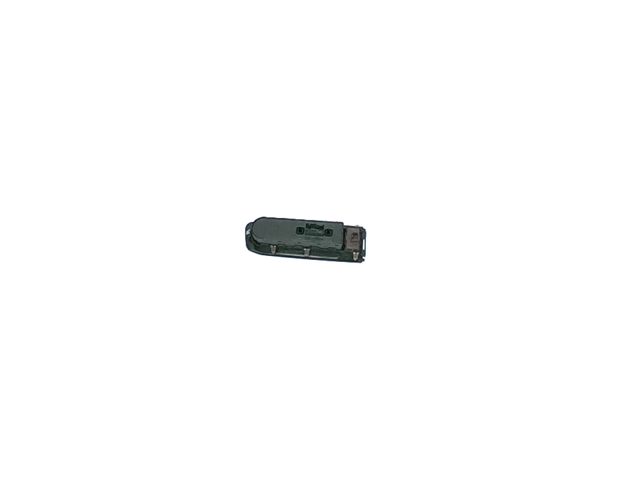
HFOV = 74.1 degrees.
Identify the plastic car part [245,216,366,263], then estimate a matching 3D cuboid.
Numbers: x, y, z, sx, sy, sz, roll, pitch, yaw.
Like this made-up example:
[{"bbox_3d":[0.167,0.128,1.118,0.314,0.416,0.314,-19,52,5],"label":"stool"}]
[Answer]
[{"bbox_3d":[-0.026,-0.005,0.688,0.203,0.066,0.067,3,-16,4],"label":"plastic car part"}]
